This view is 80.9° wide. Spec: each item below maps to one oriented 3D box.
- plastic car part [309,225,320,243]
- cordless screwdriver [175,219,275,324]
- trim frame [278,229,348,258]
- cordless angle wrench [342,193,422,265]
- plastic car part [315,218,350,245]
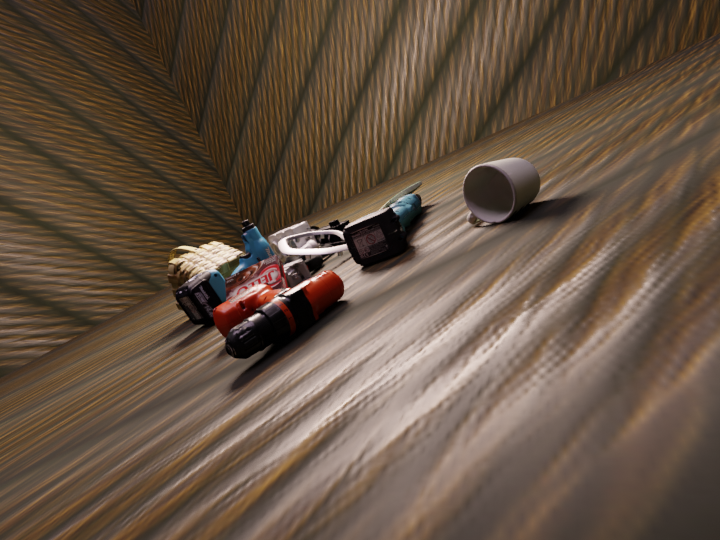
[{"bbox_3d":[-0.158,-0.092,1.293,0.115,0.064,0.074,-24,25,-11],"label":"plastic car part"},{"bbox_3d":[-0.287,-0.001,0.926,0.077,0.157,0.244,-18,15,43],"label":"cordless screwdriver"},{"bbox_3d":[-0.094,-0.061,0.960,0.181,0.027,0.256,-10,14,-12],"label":"trim frame"},{"bbox_3d":[0.080,-0.114,0.877,0.100,0.073,0.417,-21,11,24],"label":"cordless angle wrench"},{"bbox_3d":[-0.070,-0.101,1.140,0.065,0.066,0.210,-38,13,-26],"label":"plastic car part"}]
